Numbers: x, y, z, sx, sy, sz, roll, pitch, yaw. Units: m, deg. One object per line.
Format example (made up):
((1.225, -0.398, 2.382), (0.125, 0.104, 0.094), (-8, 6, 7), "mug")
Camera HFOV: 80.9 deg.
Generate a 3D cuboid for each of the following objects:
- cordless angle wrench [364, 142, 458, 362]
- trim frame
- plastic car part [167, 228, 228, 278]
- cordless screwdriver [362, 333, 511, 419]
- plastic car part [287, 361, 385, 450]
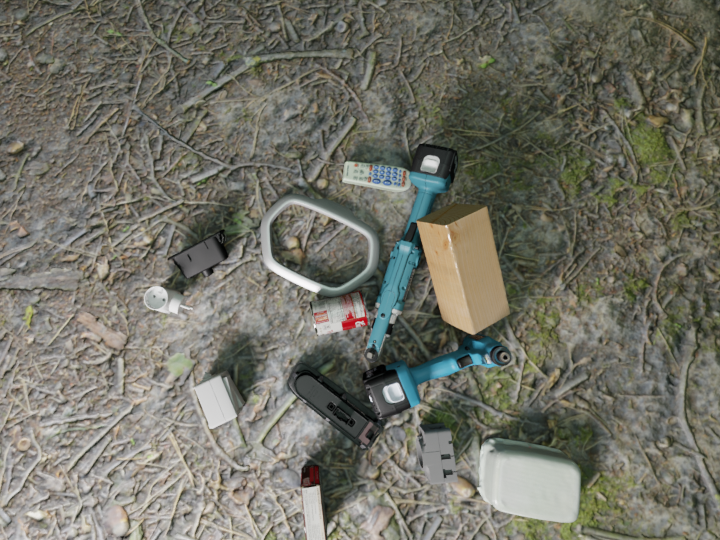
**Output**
((0.087, -0.029, 0.809), (0.077, 0.094, 0.423), (17, 86, 19), "cordless angle wrench")
((-0.082, -0.054, 0.842), (0.251, 0.027, 0.184), (24, 83, 6), "trim frame")
((-0.306, -0.024, 0.827), (0.116, 0.067, 0.070), (-31, 99, -1), "plastic car part")
((0.131, 0.179, 0.738), (0.248, 0.158, 0.075), (-22, 86, -2), "cordless screwdriver")
((-0.051, 0.252, 0.780), (0.206, 0.066, 0.066), (37, 90, 8), "plastic car part")
